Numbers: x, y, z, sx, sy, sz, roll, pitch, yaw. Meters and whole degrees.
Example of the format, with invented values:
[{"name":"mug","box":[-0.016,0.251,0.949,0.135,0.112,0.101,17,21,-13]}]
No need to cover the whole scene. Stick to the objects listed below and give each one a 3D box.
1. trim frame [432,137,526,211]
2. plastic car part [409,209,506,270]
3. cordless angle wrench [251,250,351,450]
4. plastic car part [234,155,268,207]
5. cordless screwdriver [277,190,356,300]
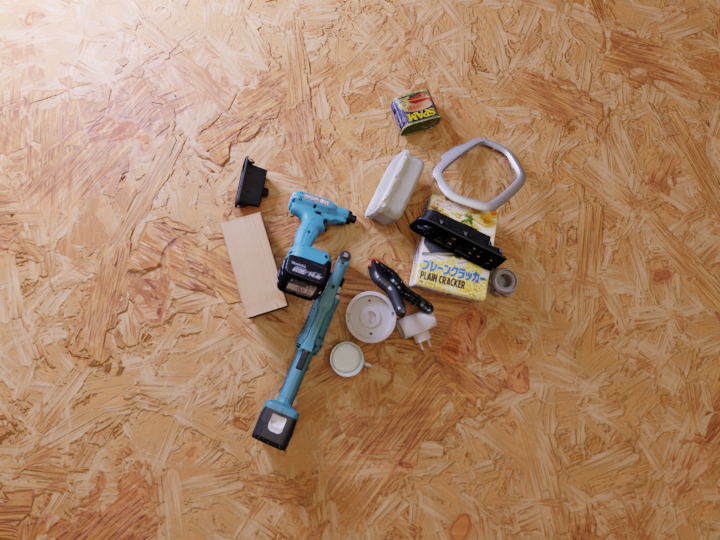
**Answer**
[{"name":"trim frame","box":[0.277,-0.228,0.985,0.245,0.027,0.190,-39,72,-25]},{"name":"plastic car part","box":[0.207,-0.074,0.898,0.204,0.065,0.067,23,69,2]},{"name":"cordless angle wrench","box":[-0.107,0.150,0.896,0.074,0.097,0.425,22,74,-3]},{"name":"plastic car part","box":[-0.246,-0.193,0.971,0.069,0.067,0.117,9,82,-19]},{"name":"cordless screwdriver","box":[-0.088,-0.058,0.903,0.156,0.074,0.255,14,51,-13]}]
